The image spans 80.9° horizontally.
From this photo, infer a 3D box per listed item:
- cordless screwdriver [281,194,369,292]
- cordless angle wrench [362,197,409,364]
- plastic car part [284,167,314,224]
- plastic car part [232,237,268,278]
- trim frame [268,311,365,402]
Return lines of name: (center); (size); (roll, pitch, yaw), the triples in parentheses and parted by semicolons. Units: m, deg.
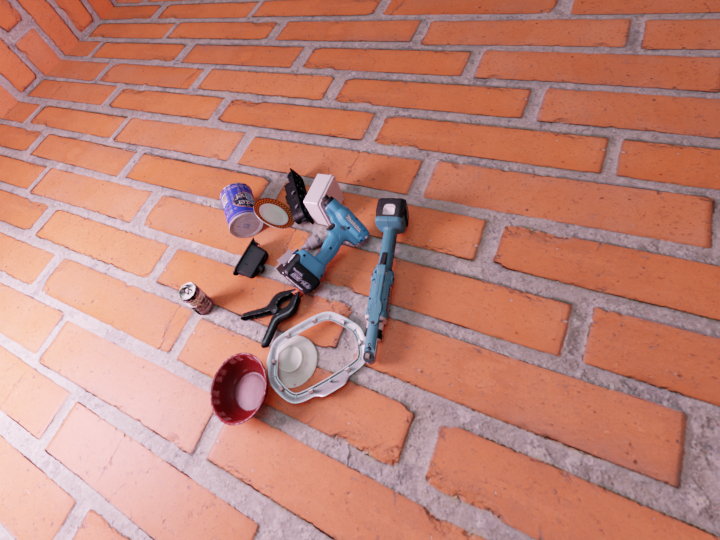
cordless screwdriver: (-0.109, -0.071, 1.111); (0.157, 0.076, 0.247); (45, 77, -8)
cordless angle wrench: (0.054, 0.019, 1.042); (0.077, 0.093, 0.429); (3, 65, 17)
plastic car part: (-0.192, -0.215, 1.272); (0.068, 0.063, 0.212); (-30, 55, 9)
plastic car part: (-0.301, -0.023, 1.198); (0.073, 0.064, 0.117); (21, 71, 11)
trim frame: (-0.104, 0.201, 0.996); (0.246, 0.026, 0.192); (-28, 62, -9)
